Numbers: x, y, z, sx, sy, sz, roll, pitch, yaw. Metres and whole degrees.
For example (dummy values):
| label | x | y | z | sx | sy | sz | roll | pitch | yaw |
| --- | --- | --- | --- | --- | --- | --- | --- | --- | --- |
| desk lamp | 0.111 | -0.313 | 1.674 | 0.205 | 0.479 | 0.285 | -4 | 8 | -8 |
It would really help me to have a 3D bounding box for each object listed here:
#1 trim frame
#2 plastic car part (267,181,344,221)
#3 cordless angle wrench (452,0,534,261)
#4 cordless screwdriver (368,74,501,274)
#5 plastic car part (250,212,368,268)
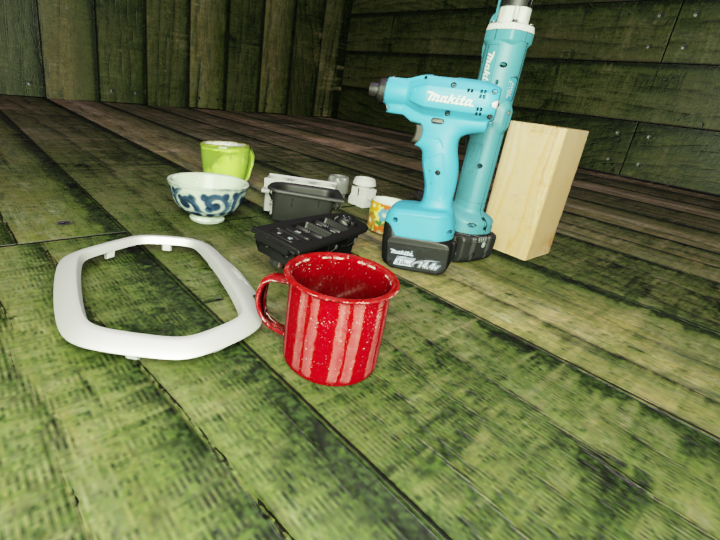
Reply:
| label | x | y | z | sx | sy | sz | roll | pitch | yaw |
| --- | --- | --- | --- | --- | --- | --- | --- | --- | --- |
| trim frame | -0.198 | 0.015 | 0.422 | 0.177 | 0.027 | 0.263 | -8 | 27 | -33 |
| plastic car part | -0.091 | -0.098 | 0.667 | 0.115 | 0.070 | 0.068 | 4 | 22 | -10 |
| cordless angle wrench | 0.179 | -0.220 | 0.592 | 0.071 | 0.416 | 0.104 | -5 | 25 | -34 |
| cordless screwdriver | 0.073 | -0.127 | 0.563 | 0.164 | 0.245 | 0.073 | 15 | 21 | 16 |
| plastic car part | -0.052 | -0.034 | 0.534 | 0.069 | 0.066 | 0.197 | 18 | 25 | 23 |
